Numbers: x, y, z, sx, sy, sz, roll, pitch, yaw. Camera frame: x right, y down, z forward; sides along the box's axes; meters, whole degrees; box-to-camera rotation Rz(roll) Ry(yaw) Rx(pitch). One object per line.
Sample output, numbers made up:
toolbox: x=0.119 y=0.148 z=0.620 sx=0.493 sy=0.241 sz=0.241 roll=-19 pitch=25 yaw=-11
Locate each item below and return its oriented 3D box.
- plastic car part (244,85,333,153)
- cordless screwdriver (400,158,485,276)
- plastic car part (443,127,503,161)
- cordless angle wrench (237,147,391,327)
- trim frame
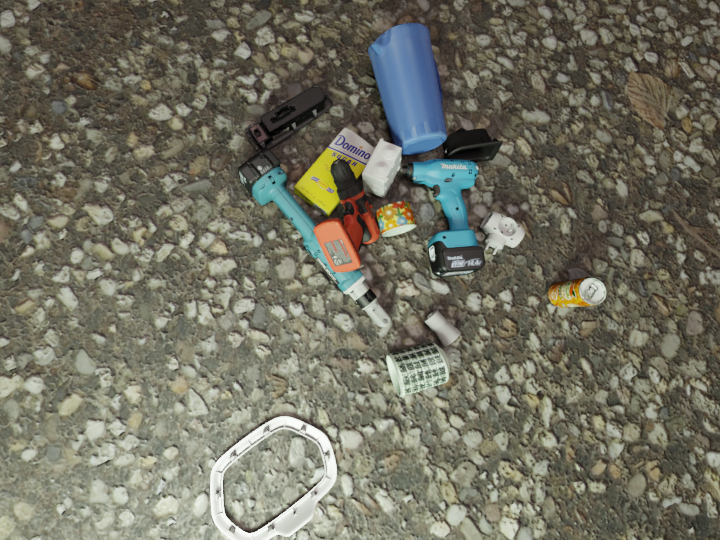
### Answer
plastic car part: x=-0.152 y=-0.336 z=0.906 sx=0.201 sy=0.066 sz=0.068 roll=-34 pitch=79 yaw=-12
cordless screwdriver: x=0.167 y=-0.114 z=0.874 sx=0.158 sy=0.074 sz=0.252 roll=0 pitch=76 yaw=-4
plastic car part: x=0.234 y=-0.277 z=0.919 sx=0.116 sy=0.064 sz=0.073 roll=-5 pitch=66 yaw=-2
cordless angle wrench: x=-0.082 y=-0.054 z=0.841 sx=0.074 sy=0.098 sz=0.425 roll=-39 pitch=87 yaw=-14
trim frame: x=-0.162 y=0.388 z=0.781 sx=0.246 sy=0.027 sz=0.186 roll=-34 pitch=84 yaw=-11
